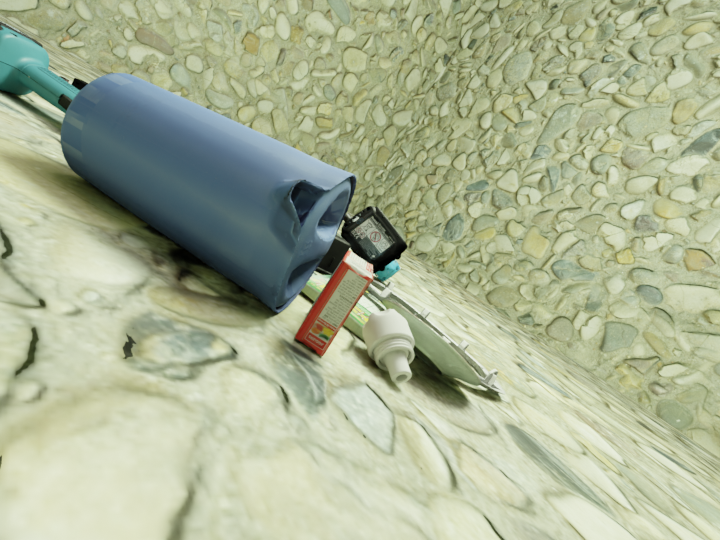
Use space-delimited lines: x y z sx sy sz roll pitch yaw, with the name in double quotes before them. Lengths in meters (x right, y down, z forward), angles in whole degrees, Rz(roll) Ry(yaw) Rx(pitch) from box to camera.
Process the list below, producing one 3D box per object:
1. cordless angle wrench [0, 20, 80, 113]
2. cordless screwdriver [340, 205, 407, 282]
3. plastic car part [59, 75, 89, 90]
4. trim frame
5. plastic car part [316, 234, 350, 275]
"cordless angle wrench" -0.319 -0.180 0.535 0.427 0.074 0.097 34 8 4
"cordless screwdriver" 0.010 -0.060 0.771 0.162 0.074 0.244 53 0 8
"plastic car part" -0.436 -0.278 0.734 0.197 0.067 0.068 32 0 -15
"trim frame" 0.092 0.075 0.579 0.262 0.027 0.174 43 9 32
"plastic car part" -0.061 -0.040 0.623 0.110 0.071 0.069 30 6 -35
